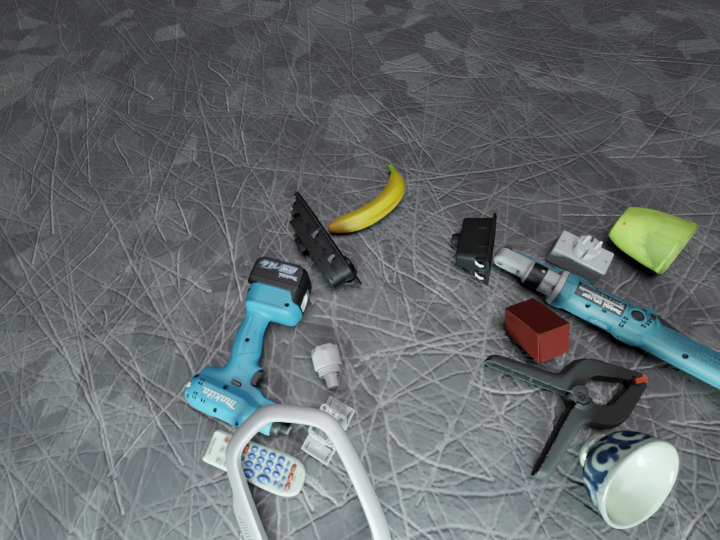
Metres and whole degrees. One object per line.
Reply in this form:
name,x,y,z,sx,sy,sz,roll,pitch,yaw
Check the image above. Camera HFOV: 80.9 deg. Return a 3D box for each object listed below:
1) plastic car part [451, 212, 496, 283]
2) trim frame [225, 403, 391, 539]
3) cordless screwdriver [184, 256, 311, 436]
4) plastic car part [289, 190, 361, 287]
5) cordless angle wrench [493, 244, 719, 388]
plastic car part,0.193,-0.045,0.727,0.073,0.063,0.118,4,56,19
trim frame,-0.073,0.288,0.523,0.185,0.027,0.254,-29,77,5
cordless screwdriver,-0.139,0.111,0.645,0.163,0.072,0.250,17,66,12
plastic car part,-0.072,-0.047,0.739,0.067,0.064,0.212,-36,64,-7
cordless angle wrench,0.404,0.078,0.634,0.440,0.072,0.097,31,65,22
